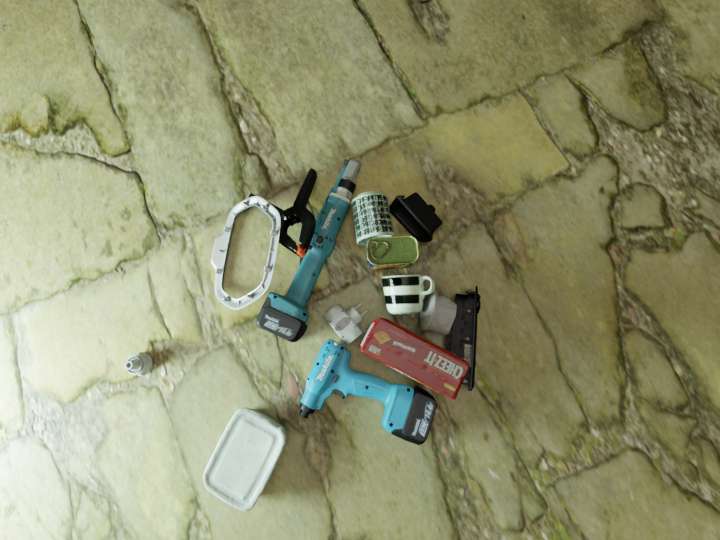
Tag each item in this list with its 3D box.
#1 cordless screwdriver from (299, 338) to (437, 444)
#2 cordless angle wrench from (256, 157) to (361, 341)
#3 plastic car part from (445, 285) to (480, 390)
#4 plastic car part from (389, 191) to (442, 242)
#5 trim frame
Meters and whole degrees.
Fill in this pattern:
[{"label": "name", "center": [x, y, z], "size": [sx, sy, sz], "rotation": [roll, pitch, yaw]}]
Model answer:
[{"label": "cordless screwdriver", "center": [0.010, 0.259, 0.826], "size": [0.255, 0.072, 0.159], "rotation": [24, 80, 12]}, {"label": "cordless angle wrench", "center": [-0.089, -0.058, 0.907], "size": [0.099, 0.073, 0.424], "rotation": [22, 77, 6]}, {"label": "plastic car part", "center": [0.209, 0.131, 0.851], "size": [0.070, 0.063, 0.204], "rotation": [5, 78, 28]}, {"label": "plastic car part", "center": [0.127, -0.122, 0.915], "size": [0.070, 0.066, 0.118], "rotation": [-41, 82, -21]}, {"label": "trim frame", "center": [-0.248, -0.041, 0.898], "size": [0.193, 0.026, 0.250], "rotation": [2, 80, 35]}]
